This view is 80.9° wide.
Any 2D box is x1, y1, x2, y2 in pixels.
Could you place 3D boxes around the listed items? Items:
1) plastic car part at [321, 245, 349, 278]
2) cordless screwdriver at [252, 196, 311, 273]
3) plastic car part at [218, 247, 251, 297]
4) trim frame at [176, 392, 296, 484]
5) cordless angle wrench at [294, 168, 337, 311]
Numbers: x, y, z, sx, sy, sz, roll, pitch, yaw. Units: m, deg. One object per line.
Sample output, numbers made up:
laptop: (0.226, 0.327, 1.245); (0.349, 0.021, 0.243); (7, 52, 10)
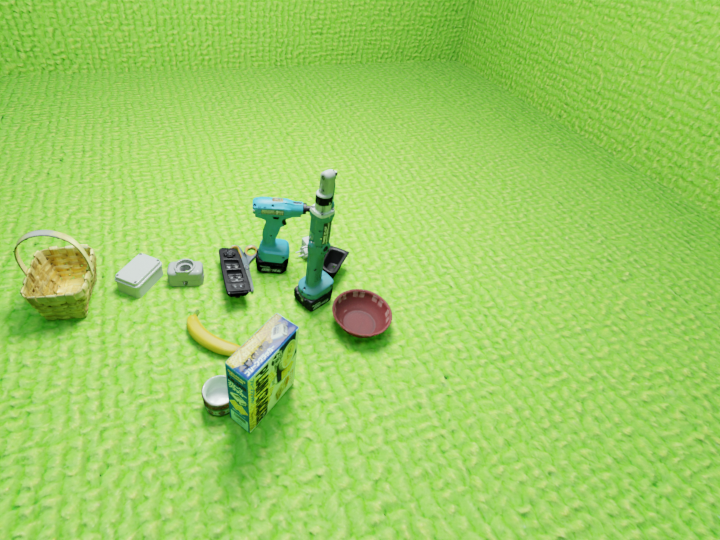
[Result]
plastic car part: (-0.086, -0.011, 1.262); (0.067, 0.069, 0.117); (18, 43, 9)
cordless screwdriver: (-0.228, -0.102, 1.215); (0.158, 0.243, 0.077); (4, 43, -7)
plastic car part: (-0.363, 0.009, 1.208); (0.065, 0.065, 0.213); (-10, 45, -20)
trim frame: (-0.260, 0.345, 0.886); (0.247, 0.027, 0.190); (3, 43, -4)
cordless angle wrench: (-0.104, -0.068, 1.069); (0.095, 0.413, 0.078); (-29, 56, -36)
